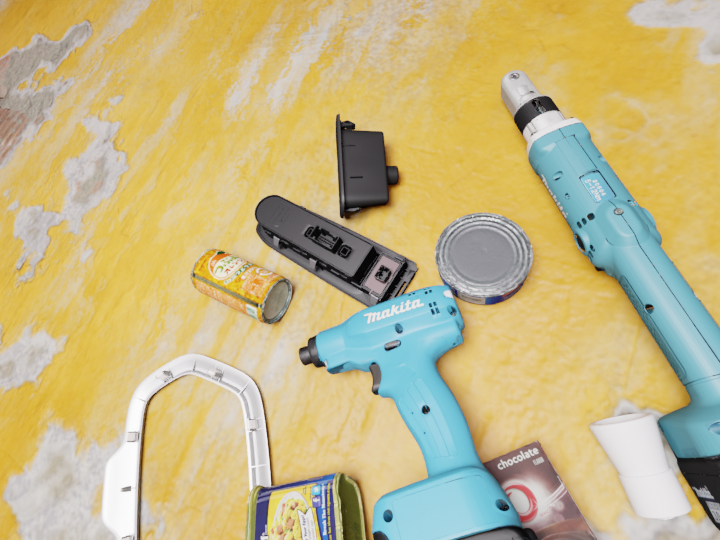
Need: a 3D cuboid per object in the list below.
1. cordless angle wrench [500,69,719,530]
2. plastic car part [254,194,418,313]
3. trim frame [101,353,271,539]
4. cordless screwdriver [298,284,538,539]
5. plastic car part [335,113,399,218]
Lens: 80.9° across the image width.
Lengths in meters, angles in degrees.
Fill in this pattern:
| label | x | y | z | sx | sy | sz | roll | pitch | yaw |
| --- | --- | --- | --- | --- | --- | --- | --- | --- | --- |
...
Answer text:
| label | x | y | z | sx | sy | sz | roll | pitch | yaw |
| --- | --- | --- | --- | --- | --- | --- | --- | --- | --- |
| cordless angle wrench | 0.215 | -0.030 | 0.358 | 0.075 | 0.093 | 0.439 | -22 | 60 | 11 |
| plastic car part | -0.045 | -0.030 | 0.462 | 0.213 | 0.064 | 0.066 | 29 | 86 | 29 |
| trim frame | -0.176 | 0.208 | 0.423 | 0.187 | 0.026 | 0.256 | -16 | 66 | 13 |
| cordless screwdriver | 0.030 | 0.132 | 0.332 | 0.161 | 0.070 | 0.258 | -22 | 46 | 12 |
| plastic car part | 0.006 | -0.114 | 0.483 | 0.071 | 0.064 | 0.119 | -6 | 69 | -1 |
